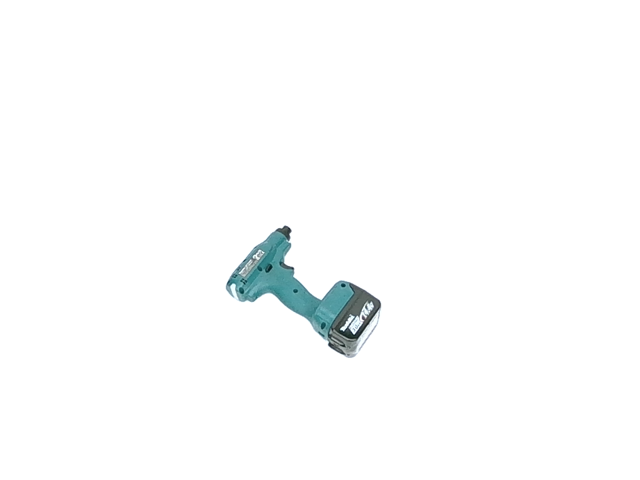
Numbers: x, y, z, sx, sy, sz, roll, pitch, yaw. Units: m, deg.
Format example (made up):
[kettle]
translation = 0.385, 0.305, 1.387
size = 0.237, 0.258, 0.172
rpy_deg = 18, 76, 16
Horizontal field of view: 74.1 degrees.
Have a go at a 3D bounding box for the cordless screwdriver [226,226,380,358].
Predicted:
[cordless screwdriver]
translation = -0.017, 0.076, 0.712
size = 0.249, 0.158, 0.074
rpy_deg = 26, -31, 19
